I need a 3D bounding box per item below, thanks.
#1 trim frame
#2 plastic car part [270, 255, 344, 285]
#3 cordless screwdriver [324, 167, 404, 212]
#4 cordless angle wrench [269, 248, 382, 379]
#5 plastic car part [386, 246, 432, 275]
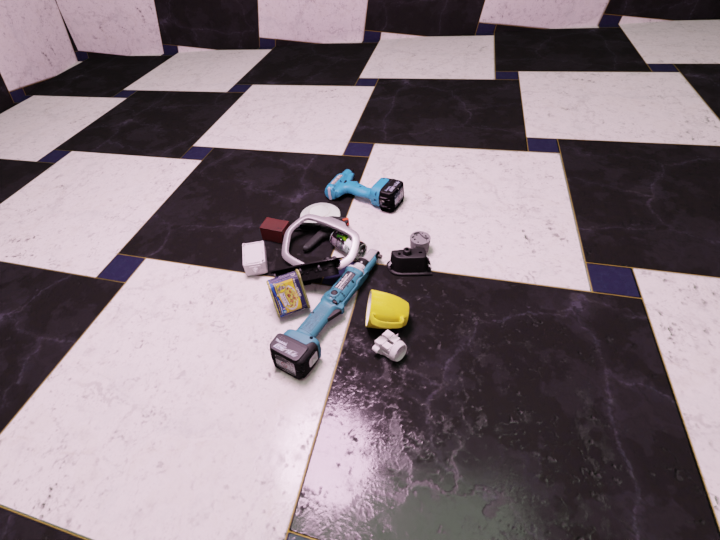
[{"bbox_3d":[-0.116,-0.076,1.185,0.262,0.026,0.184,23,72,34],"label":"trim frame"},{"bbox_3d":[-0.136,0.003,1.098,0.209,0.063,0.068,-15,78,25],"label":"plastic car part"},{"bbox_3d":[0.022,-0.277,1.390,0.260,0.071,0.158,15,48,27],"label":"cordless screwdriver"},{"bbox_3d":[-0.062,0.075,1.043,0.102,0.072,0.419,18,47,24],"label":"cordless angle wrench"},{"bbox_3d":[0.130,-0.030,1.121,0.117,0.068,0.068,-1,42,2],"label":"plastic car part"}]
